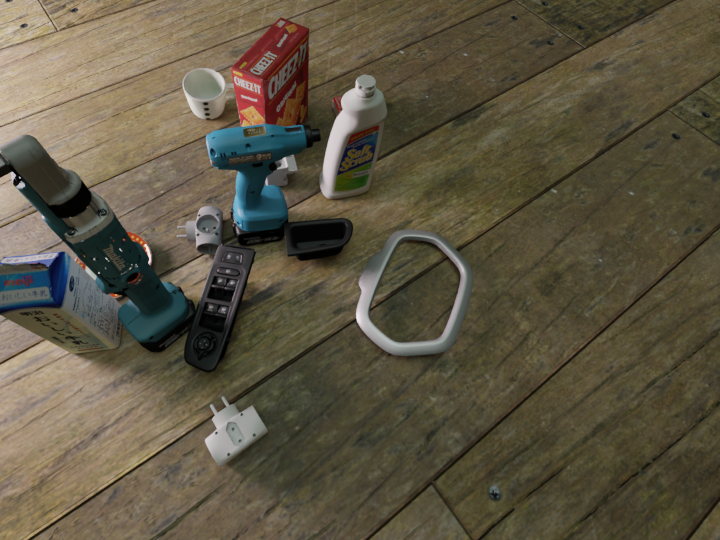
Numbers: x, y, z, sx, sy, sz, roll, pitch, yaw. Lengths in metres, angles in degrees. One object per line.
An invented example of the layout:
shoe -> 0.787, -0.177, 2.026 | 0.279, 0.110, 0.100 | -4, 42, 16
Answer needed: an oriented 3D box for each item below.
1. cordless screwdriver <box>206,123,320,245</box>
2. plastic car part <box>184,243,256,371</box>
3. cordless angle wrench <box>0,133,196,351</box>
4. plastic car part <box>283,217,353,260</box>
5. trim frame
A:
cordless screwdriver -> -0.147, -0.138, 0.682 | 0.157, 0.244, 0.077 | -10, 65, -11
plastic car part -> -0.222, 0.060, 0.672 | 0.067, 0.066, 0.206 | 11, 62, 0
cordless angle wrench -> -0.289, -0.007, 0.507 | 0.077, 0.415, 0.097 | 43, 66, 13
plastic car part -> -0.072, -0.047, 0.735 | 0.115, 0.069, 0.068 | -6, 63, -7
trim frame -> 0.092, 0.032, 0.724 | 0.187, 0.027, 0.250 | 21, 63, 9
